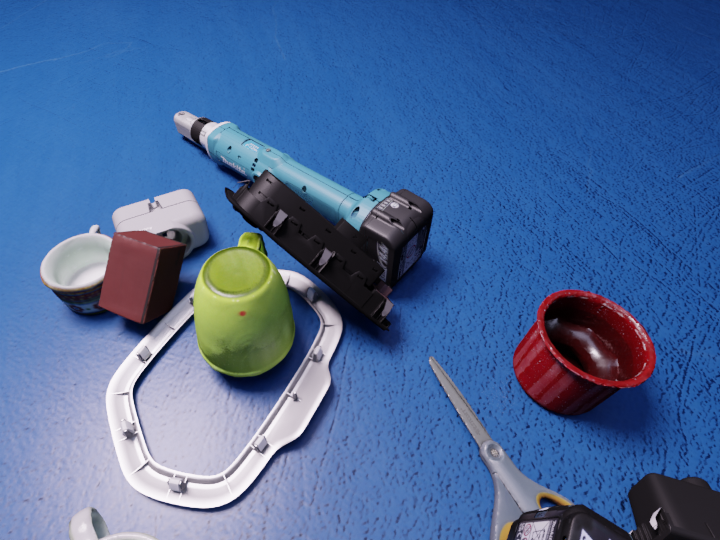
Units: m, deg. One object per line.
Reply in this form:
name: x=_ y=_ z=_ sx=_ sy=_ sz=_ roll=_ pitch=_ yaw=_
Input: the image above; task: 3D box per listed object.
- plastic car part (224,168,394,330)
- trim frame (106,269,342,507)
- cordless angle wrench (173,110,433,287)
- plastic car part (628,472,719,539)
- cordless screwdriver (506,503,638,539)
plastic car part: x=-0.039 y=-0.026 z=0.403 sx=0.198 sy=0.067 sz=0.068 roll=36 pitch=13 yaw=-14
trim frame: x=-0.121 y=0.087 z=0.403 sx=0.190 sy=0.027 sz=0.247 roll=24 pitch=51 yaw=16
cordless angle wrench: x=-0.112 y=-0.127 z=0.548 sx=0.443 sy=0.094 sz=0.073 roll=33 pitch=57 yaw=27
plastic car part: x=0.257 y=0.191 z=0.314 sx=0.117 sy=0.064 sz=0.072 roll=11 pitch=36 yaw=2
cordless screwdriver: x=0.214 y=0.242 z=0.245 sx=0.256 sy=0.073 sz=0.157 roll=37 pitch=56 yaw=14
